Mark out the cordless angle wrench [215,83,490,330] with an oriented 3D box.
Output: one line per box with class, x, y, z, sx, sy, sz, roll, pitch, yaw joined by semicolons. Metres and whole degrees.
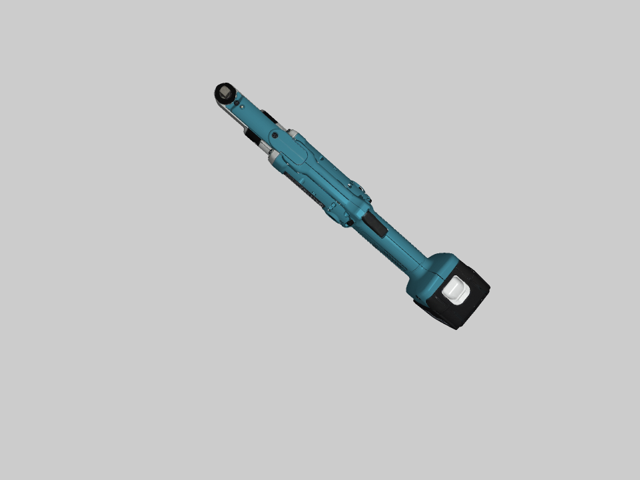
cordless angle wrench;0.034;-0.048;0.548;0.423;0.074;0.098;41;-3;-7
